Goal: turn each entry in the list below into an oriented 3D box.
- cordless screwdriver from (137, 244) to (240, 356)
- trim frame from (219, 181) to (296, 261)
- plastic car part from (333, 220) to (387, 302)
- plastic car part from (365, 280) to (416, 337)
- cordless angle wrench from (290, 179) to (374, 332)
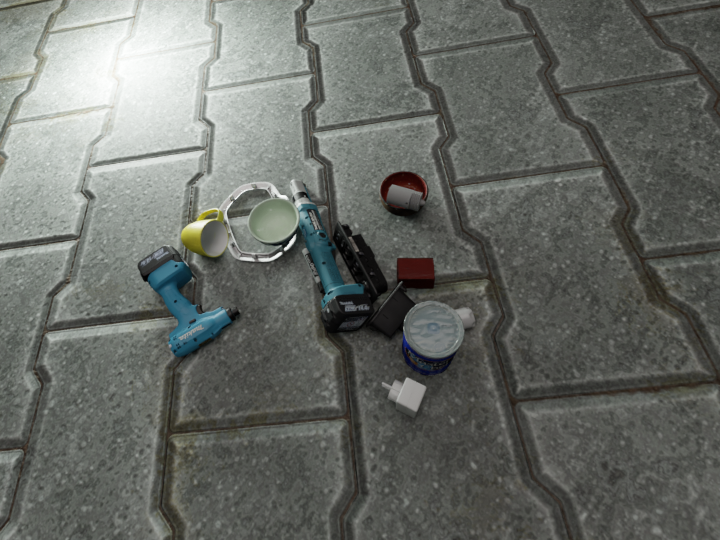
[{"bbox_3d":[-0.389,0.052,0.954,0.158,0.072,0.259,-32,66,-10],"label":"cordless screwdriver"},{"bbox_3d":[-0.258,-0.127,1.055,0.183,0.026,0.260,-24,59,-6],"label":"trim frame"},{"bbox_3d":[0.002,-0.017,0.940,0.065,0.066,0.212,-7,56,-27],"label":"plastic car part"},{"bbox_3d":[0.070,0.091,0.872,0.072,0.065,0.116,35,74,7],"label":"plastic car part"},{"bbox_3d":[-0.094,-0.062,0.964,0.094,0.074,0.442,0,49,-32],"label":"cordless angle wrench"}]
